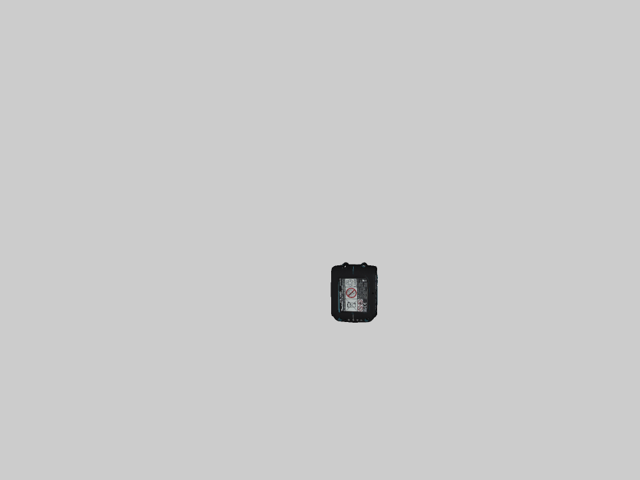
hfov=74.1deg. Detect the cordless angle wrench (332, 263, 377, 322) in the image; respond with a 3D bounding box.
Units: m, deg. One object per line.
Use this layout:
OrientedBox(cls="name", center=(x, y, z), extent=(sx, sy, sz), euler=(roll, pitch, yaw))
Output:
OrientedBox(cls="cordless angle wrench", center=(0.089, 0.091, 0.884), extent=(0.074, 0.098, 0.423), euler=(0, -2, 10))
